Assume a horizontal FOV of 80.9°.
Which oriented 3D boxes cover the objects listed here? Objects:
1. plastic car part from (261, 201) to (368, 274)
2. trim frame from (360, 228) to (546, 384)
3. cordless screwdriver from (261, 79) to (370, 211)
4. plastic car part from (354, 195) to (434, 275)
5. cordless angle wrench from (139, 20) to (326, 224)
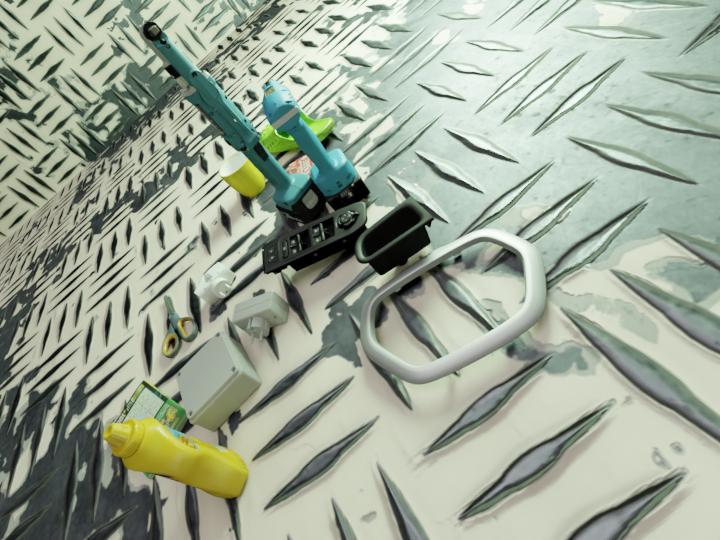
[{"bbox_3d":[-0.070,-0.046,0.719,0.206,0.063,0.069,-26,43,19],"label":"plastic car part"},{"bbox_3d":[0.108,0.038,0.535,0.250,0.026,0.193,-34,42,10],"label":"trim frame"},{"bbox_3d":[-0.086,-0.223,0.749,0.075,0.235,0.167,-35,41,9],"label":"cordless screwdriver"},{"bbox_3d":[0.053,-0.038,0.612,0.117,0.067,0.069,-38,40,6],"label":"plastic car part"},{"bbox_3d":[-0.210,-0.239,0.735,0.104,0.400,0.074,22,71,48],"label":"cordless angle wrench"}]
